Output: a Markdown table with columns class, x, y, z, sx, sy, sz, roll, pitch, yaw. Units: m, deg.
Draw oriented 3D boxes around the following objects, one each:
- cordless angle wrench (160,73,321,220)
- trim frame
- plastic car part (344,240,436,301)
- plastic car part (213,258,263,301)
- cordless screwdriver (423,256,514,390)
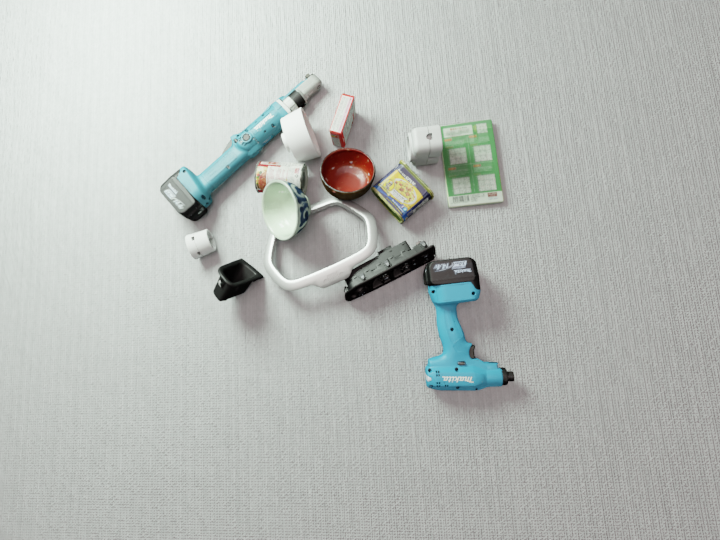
| class | x | y | z | sx | sy | sz | roll | pitch | yaw |
| --- | --- | --- | --- | --- | --- | --- | --- | --- | --- |
| cordless angle wrench | -0.246 | -0.281 | 0.928 | 0.422 | 0.073 | 0.100 | -43 | 81 | -3 |
| trim frame | -0.085 | -0.056 | 0.870 | 0.249 | 0.026 | 0.191 | -25 | 64 | 1 |
| plastic car part | 0.048 | -0.007 | 0.845 | 0.203 | 0.064 | 0.069 | -32 | 71 | 2 |
| plastic car part | -0.263 | 0.028 | 0.865 | 0.067 | 0.114 | 0.071 | 36 | 111 | 7 |
| cordless screwdriver | 0.200 | 0.100 | 0.803 | 0.161 | 0.073 | 0.250 | -2 | 85 | 6 |
